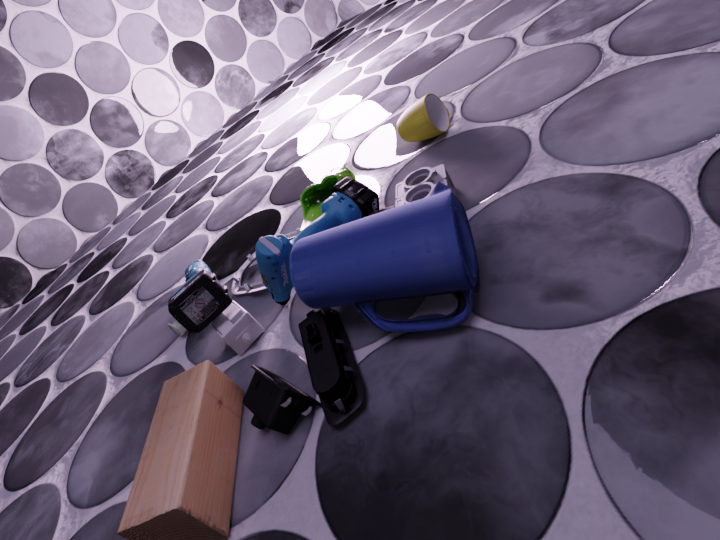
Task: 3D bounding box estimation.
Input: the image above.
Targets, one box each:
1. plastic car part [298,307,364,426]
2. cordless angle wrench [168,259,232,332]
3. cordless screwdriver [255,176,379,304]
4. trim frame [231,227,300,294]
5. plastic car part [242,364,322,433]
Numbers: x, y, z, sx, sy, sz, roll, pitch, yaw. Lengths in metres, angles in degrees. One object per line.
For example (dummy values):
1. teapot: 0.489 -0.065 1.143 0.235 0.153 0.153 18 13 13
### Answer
1. plastic car part: -0.047 0.113 0.579 0.066 0.064 0.212 -28 35 0
2. cordless angle wrench: -0.350 0.022 0.911 0.097 0.072 0.439 -44 22 -10
3. cordless screwdriver: -0.074 -0.048 0.758 0.078 0.153 0.245 37 61 27
4. trim frame: -0.179 -0.021 0.896 0.257 0.026 0.187 -13 41 30
5. plastic car part: -0.120 0.180 0.570 0.122 0.062 0.071 5 65 51
